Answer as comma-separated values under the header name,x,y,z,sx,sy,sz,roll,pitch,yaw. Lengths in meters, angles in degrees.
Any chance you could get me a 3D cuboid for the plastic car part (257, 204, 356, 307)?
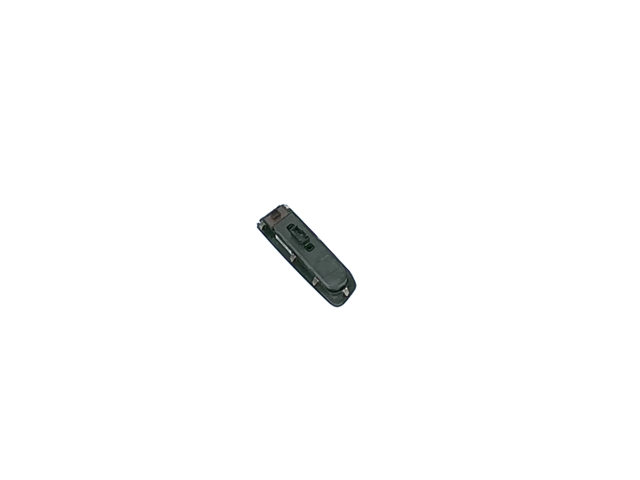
name,x,y,z,sx,sy,sz,roll,pitch,yaw
plastic car part,-0.018,0.015,0.681,0.066,0.203,0.067,-35,-17,-23
